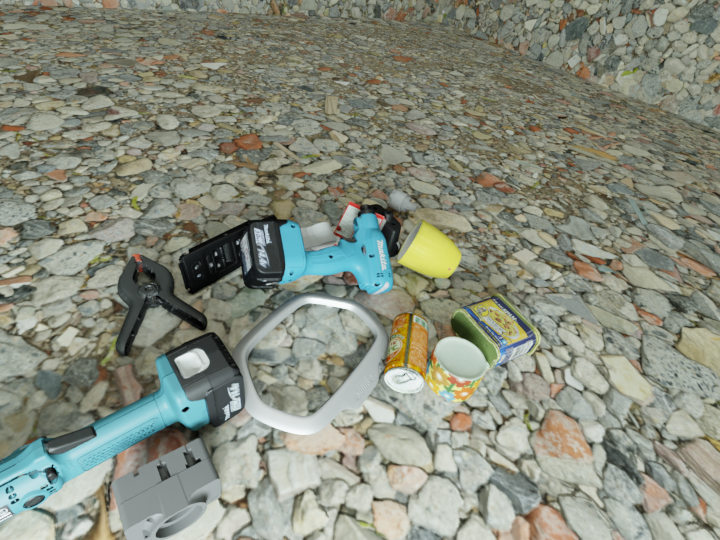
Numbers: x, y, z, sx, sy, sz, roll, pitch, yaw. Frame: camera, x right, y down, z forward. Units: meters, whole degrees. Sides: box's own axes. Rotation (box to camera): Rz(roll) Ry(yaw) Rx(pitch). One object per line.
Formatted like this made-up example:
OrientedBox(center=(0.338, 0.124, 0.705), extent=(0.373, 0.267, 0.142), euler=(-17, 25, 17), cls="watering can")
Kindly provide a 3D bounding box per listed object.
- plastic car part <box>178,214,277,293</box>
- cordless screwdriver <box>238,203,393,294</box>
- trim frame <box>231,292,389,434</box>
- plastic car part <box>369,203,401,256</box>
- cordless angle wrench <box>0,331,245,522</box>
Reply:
OrientedBox(center=(-0.222, -0.037, 0.717), extent=(0.071, 0.064, 0.198), euler=(11, 34, 42), cls="plastic car part")
OrientedBox(center=(-0.067, -0.044, 0.682), extent=(0.239, 0.075, 0.163), euler=(2, 66, -25), cls="cordless screwdriver")
OrientedBox(center=(-0.065, 0.116, 0.590), extent=(0.192, 0.027, 0.244), euler=(27, 41, 21), cls="trim frame")
OrientedBox(center=(0.041, -0.088, 0.817), extent=(0.064, 0.069, 0.123), euler=(-19, 45, -32), cls="plastic car part")
OrientedBox(center=(-0.316, 0.195, 0.405), extent=(0.412, 0.095, 0.078), euler=(-25, 52, -29), cls="cordless angle wrench")
